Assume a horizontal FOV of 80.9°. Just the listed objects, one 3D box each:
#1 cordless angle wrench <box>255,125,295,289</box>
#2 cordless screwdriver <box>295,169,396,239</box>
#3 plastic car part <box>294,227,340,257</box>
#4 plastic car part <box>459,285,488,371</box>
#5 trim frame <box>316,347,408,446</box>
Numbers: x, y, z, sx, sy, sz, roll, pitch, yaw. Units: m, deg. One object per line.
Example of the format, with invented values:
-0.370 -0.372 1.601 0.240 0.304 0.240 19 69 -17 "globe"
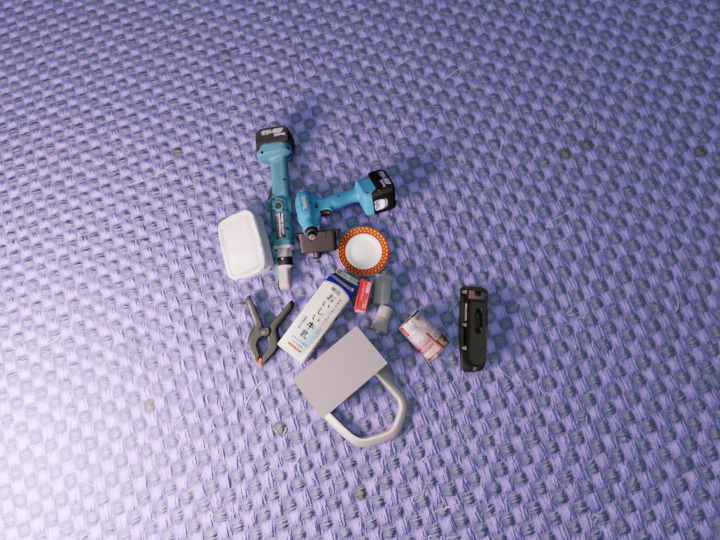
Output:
-0.207 -0.162 1.093 0.099 0.072 0.429 -7 79 7 "cordless angle wrench"
-0.035 -0.159 1.050 0.249 0.071 0.166 -15 47 1 "cordless screwdriver"
-0.105 -0.069 1.072 0.117 0.066 0.071 -9 92 3 "plastic car part"
0.273 0.138 0.994 0.066 0.067 0.205 7 79 -5 "plastic car part"
-0.007 0.290 0.989 0.255 0.027 0.184 40 83 13 "trim frame"
